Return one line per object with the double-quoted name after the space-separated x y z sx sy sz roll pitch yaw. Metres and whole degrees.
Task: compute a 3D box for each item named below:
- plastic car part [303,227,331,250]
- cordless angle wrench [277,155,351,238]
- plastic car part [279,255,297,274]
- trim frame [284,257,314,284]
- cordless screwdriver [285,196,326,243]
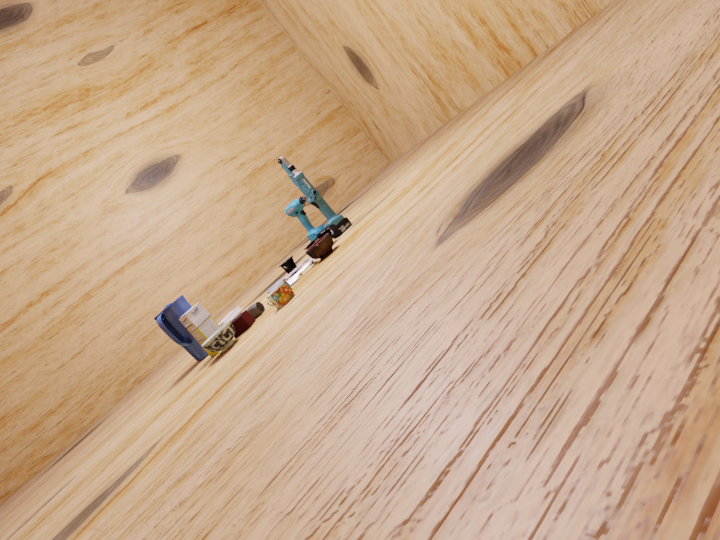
-0.177 -0.116 1.810 0.065 0.066 0.208 -45 11 -32 "plastic car part"
-0.210 -0.328 1.836 0.097 0.419 0.076 -43 6 -31 "cordless angle wrench"
-0.305 -0.014 1.824 0.066 0.070 0.118 -39 9 7 "plastic car part"
-0.267 0.029 1.638 0.249 0.027 0.186 -39 11 4 "trim frame"
-0.231 -0.223 1.941 0.073 0.246 0.163 -44 8 -36 "cordless screwdriver"
